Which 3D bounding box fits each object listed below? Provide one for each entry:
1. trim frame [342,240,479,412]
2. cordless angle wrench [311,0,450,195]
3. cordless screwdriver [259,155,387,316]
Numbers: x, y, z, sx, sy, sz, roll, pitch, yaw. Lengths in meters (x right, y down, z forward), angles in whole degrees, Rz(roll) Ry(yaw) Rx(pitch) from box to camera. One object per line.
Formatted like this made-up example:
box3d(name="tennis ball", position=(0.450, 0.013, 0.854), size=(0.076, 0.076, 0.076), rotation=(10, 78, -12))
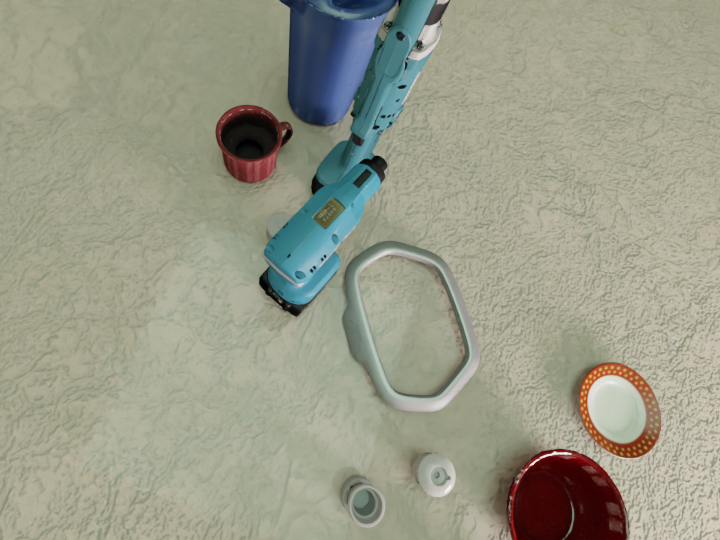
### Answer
box3d(name="trim frame", position=(0.069, 0.073, 0.608), size=(0.181, 0.027, 0.254), rotation=(-14, 75, -12))
box3d(name="cordless angle wrench", position=(0.019, -0.186, 0.475), size=(0.074, 0.423, 0.098), rotation=(36, 71, -3))
box3d(name="cordless screwdriver", position=(-0.050, -0.032, 0.508), size=(0.075, 0.249, 0.158), rotation=(41, 71, -1))
